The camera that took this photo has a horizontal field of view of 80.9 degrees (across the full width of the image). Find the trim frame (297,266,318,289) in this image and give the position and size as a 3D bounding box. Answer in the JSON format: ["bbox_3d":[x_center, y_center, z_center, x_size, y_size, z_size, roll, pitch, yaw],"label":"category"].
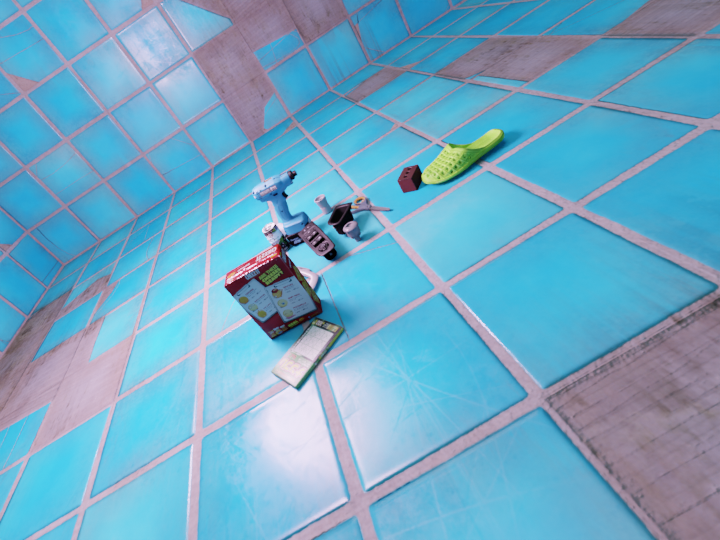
[{"bbox_3d":[-0.229,0.051,1.273,0.262,0.026,0.183,9,52,47],"label":"trim frame"}]

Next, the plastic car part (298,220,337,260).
[{"bbox_3d":[-0.130,-0.085,1.325,0.066,0.064,0.213,-37,33,-6],"label":"plastic car part"}]

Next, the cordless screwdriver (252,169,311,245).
[{"bbox_3d":[-0.231,-0.212,1.417,0.161,0.237,0.077,-25,31,14],"label":"cordless screwdriver"}]

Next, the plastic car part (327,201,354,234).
[{"bbox_3d":[-0.057,-0.155,1.348,0.068,0.068,0.118,-12,38,31],"label":"plastic car part"}]
